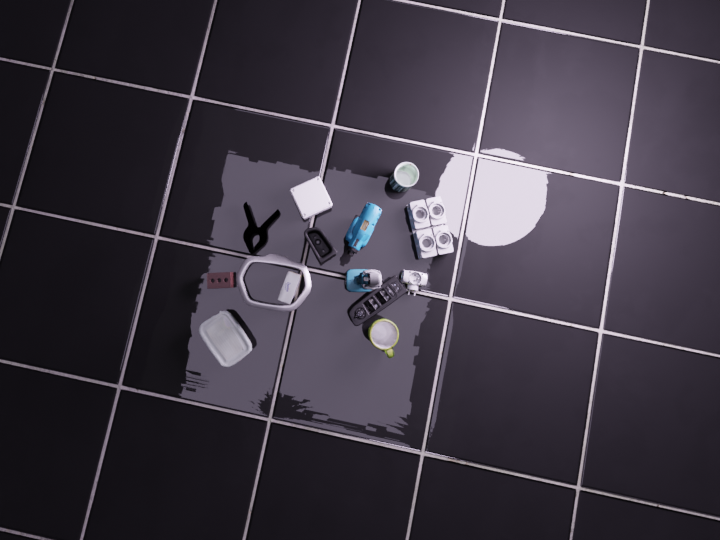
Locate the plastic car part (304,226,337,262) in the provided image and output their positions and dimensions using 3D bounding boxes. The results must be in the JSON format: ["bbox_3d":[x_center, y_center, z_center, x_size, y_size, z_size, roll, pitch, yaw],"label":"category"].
[{"bbox_3d":[-0.135,-0.088,1.381,0.066,0.071,0.117,-33,87,-4],"label":"plastic car part"}]

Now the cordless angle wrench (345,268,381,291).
[{"bbox_3d":[0.017,0.027,1.193,0.097,0.423,0.074,0,88,-5],"label":"cordless angle wrench"}]

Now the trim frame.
[{"bbox_3d":[-0.285,0.038,1.390,0.249,0.027,0.185,7,85,1],"label":"trim frame"}]

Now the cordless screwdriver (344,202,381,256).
[{"bbox_3d":[-0.004,-0.109,1.293,0.074,0.249,0.159,27,86,-3],"label":"cordless screwdriver"}]

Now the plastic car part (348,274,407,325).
[{"bbox_3d":[0.049,0.099,1.363,0.202,0.067,0.067,-37,89,-3],"label":"plastic car part"}]
